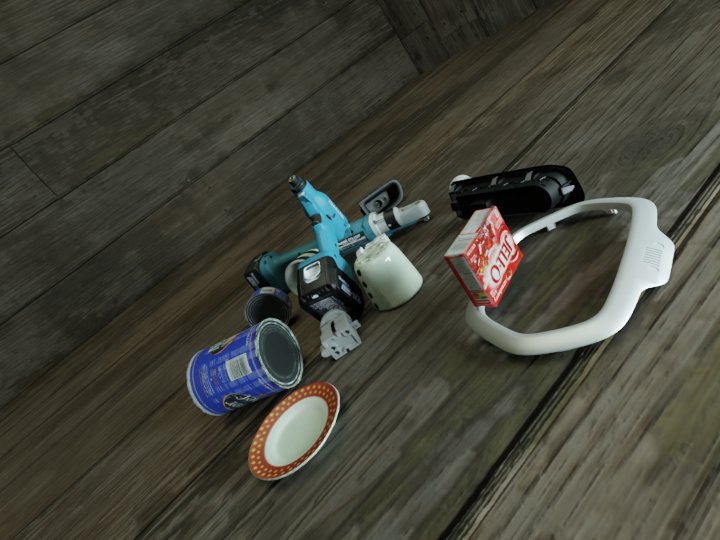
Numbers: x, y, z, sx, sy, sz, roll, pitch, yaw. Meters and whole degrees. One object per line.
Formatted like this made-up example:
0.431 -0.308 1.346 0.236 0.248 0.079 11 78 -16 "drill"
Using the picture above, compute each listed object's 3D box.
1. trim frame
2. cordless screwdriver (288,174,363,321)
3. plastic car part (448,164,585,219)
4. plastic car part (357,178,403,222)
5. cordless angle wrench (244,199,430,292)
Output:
0.213 -0.002 0.448 0.191 0.027 0.246 -11 31 49 "trim frame"
-0.070 -0.046 0.719 0.076 0.150 0.258 -27 43 19 "cordless screwdriver"
0.202 -0.105 0.602 0.065 0.065 0.212 -26 15 -33 "plastic car part"
0.044 -0.159 0.995 0.115 0.066 0.072 -40 5 -19 "plastic car part"
-0.057 -0.051 0.883 0.434 0.094 0.075 -22 26 26 "cordless angle wrench"
